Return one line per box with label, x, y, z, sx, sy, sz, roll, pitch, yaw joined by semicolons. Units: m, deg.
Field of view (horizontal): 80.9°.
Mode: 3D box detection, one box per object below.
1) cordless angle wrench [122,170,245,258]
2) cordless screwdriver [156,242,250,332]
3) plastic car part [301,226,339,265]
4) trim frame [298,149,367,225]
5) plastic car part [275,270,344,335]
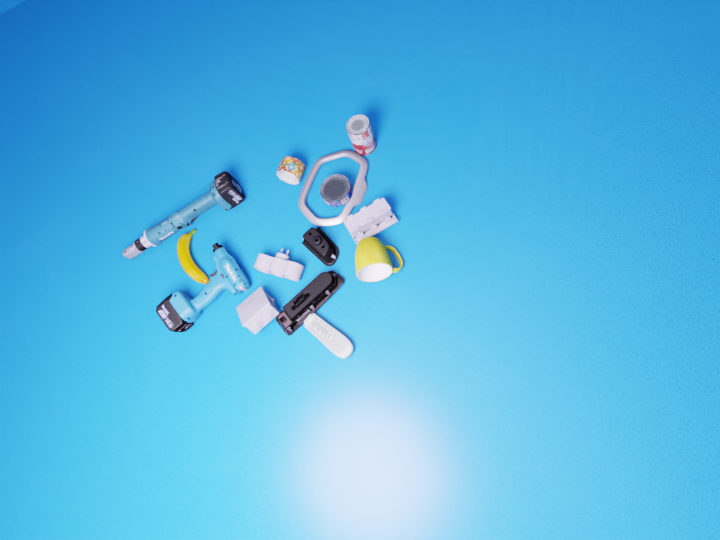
cordless angle wrench;-0.552;-0.151;1.286;0.426;0.093;0.077;-29;61;8
cordless screwdriver;-0.441;0.047;1.162;0.248;0.072;0.164;-36;76;-2
plastic car part;-0.109;-0.071;1.116;0.066;0.067;0.122;-44;60;-2
trim frame;-0.076;-0.235;1.197;0.192;0.026;0.250;14;72;24
plastic car part;-0.134;0.070;1.073;0.202;0.064;0.070;-41;57;-4
